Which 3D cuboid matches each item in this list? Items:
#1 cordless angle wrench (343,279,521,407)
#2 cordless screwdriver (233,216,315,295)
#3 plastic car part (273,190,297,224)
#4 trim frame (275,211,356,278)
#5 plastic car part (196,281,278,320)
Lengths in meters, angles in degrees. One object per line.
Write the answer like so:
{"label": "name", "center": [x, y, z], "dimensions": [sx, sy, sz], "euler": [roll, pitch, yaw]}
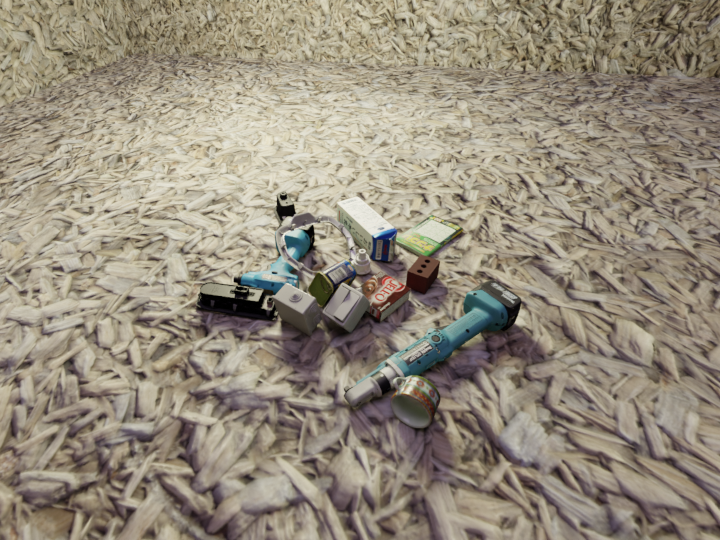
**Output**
{"label": "cordless angle wrench", "center": [0.147, 0.151, 0.841], "dimensions": [0.414, 0.072, 0.104], "euler": [-27, 46, -24]}
{"label": "cordless screwdriver", "center": [-0.211, -0.036, 1.080], "dimensions": [0.162, 0.072, 0.253], "euler": [6, 44, 8]}
{"label": "plastic car part", "center": [-0.229, -0.199, 1.279], "dimensions": [0.064, 0.069, 0.123], "euler": [-14, 44, -18]}
{"label": "trim frame", "center": [-0.105, -0.068, 1.070], "dimensions": [0.240, 0.028, 0.189], "euler": [-22, 69, -43]}
{"label": "plastic car part", "center": [-0.287, 0.065, 0.971], "dimensions": [0.207, 0.064, 0.067], "euler": [4, 46, 12]}
